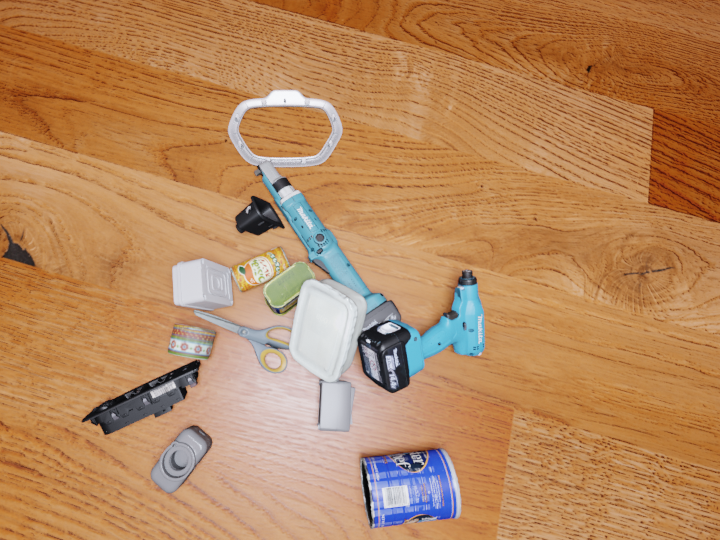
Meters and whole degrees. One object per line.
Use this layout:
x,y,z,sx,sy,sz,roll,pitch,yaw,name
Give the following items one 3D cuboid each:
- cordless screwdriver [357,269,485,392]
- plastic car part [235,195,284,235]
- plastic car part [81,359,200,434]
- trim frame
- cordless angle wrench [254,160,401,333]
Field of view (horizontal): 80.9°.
0.117,0.099,0.732,0.241,0.078,0.156,-15,106,-27,cordless screwdriver
-0.206,-0.098,0.818,0.071,0.113,0.067,-35,82,10,plastic car part
-0.373,0.226,0.738,0.200,0.068,0.066,-20,104,-10,plastic car part
-0.163,-0.310,0.920,0.248,0.027,0.187,-1,73,-1,trim frame
-0.081,-0.053,0.828,0.097,0.073,0.434,-32,76,-13,cordless angle wrench
